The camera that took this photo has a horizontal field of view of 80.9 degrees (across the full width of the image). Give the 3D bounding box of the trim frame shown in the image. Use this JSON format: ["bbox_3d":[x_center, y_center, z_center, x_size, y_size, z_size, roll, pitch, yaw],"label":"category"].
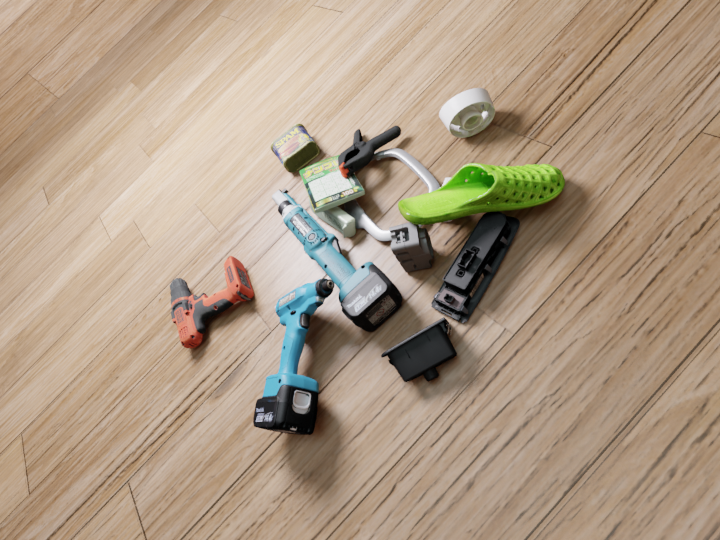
[{"bbox_3d":[0.050,-0.161,0.868,0.184,0.026,0.262,-37,53,3],"label":"trim frame"}]

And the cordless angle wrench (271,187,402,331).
[{"bbox_3d":[-0.083,-0.055,0.853,0.098,0.070,0.447,-43,49,-1],"label":"cordless angle wrench"}]

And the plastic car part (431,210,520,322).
[{"bbox_3d":[0.187,-0.021,0.694,0.070,0.063,0.202,24,73,43],"label":"plastic car part"}]

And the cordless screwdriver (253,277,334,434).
[{"bbox_3d":[-0.102,0.138,0.710,0.163,0.071,0.255,-33,44,45],"label":"cordless screwdriver"}]

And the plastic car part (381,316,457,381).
[{"bbox_3d":[0.100,0.131,0.654,0.117,0.063,0.074,-36,66,9],"label":"plastic car part"}]
